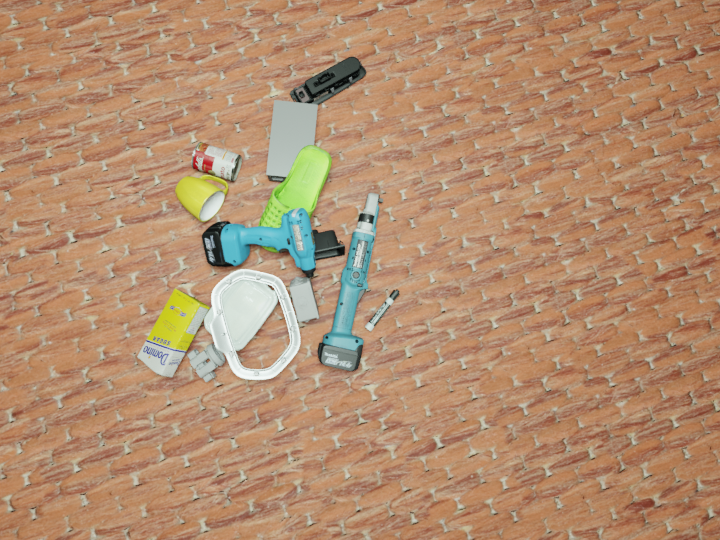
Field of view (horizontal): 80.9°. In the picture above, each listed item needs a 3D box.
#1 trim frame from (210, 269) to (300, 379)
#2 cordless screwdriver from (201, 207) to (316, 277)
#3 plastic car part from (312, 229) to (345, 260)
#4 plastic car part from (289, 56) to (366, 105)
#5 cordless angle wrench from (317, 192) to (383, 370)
[{"bbox_3d":[-0.236,0.118,0.937,0.183,0.027,0.250,-17,86,-4],"label":"trim frame"},{"bbox_3d":[-0.224,-0.049,0.960,0.254,0.075,0.155,-5,111,14],"label":"cordless screwdriver"},{"bbox_3d":[-0.099,-0.065,1.016,0.116,0.064,0.073,-8,71,-2],"label":"plastic car part"},{"bbox_3d":[-0.078,-0.481,1.064,0.201,0.066,0.067,-31,82,-9],"label":"plastic car part"},{"bbox_3d":[-0.013,0.015,1.003,0.097,0.074,0.425,13,80,-4],"label":"cordless angle wrench"}]
